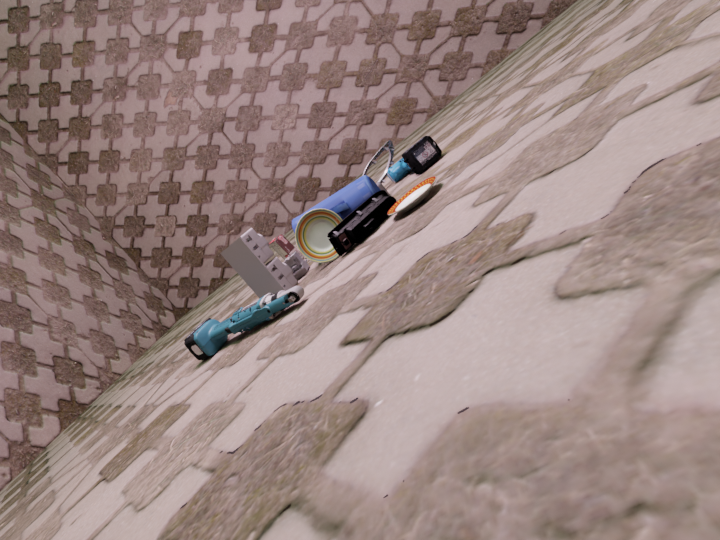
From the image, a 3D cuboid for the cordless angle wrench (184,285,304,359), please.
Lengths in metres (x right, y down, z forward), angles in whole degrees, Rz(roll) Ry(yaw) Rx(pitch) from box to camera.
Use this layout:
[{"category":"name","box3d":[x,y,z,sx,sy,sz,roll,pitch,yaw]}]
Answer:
[{"category":"cordless angle wrench","box3d":[-0.273,0.116,0.993,0.434,0.073,0.097,-26,17,38]}]

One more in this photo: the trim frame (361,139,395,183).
[{"category":"trim frame","box3d":[0.054,-0.311,1.364,0.248,0.028,0.179,-56,-17,-33]}]

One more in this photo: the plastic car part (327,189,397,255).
[{"category":"plastic car part","box3d":[0.015,-0.120,0.992,0.201,0.064,0.070,-46,22,-25]}]

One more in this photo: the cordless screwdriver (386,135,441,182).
[{"category":"cordless screwdriver","box3d":[0.176,-0.350,1.296,0.159,0.073,0.252,-40,9,-5]}]
